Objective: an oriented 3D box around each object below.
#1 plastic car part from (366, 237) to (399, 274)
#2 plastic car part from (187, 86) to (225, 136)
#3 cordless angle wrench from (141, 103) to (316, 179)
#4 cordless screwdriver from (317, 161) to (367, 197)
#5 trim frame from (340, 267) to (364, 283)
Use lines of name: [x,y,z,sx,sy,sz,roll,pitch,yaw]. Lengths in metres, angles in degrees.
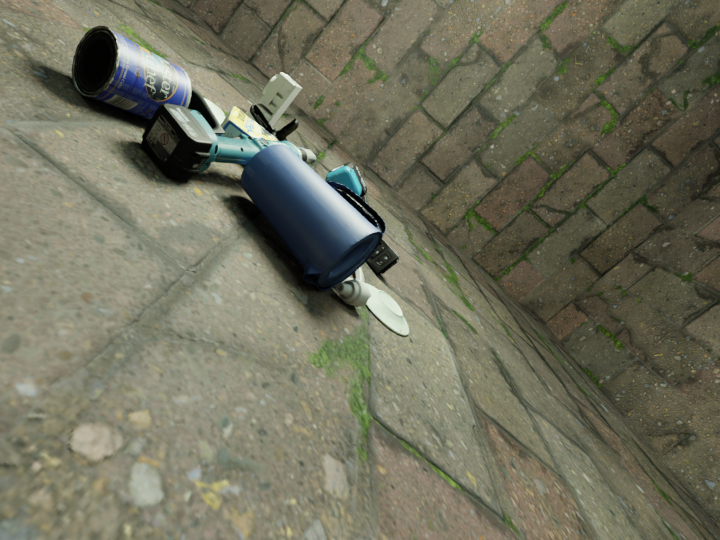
plastic car part: [0.016,-0.073,1.033,0.212,0.066,0.064,51,8,28]
plastic car part: [-0.308,-0.270,0.758,0.064,0.072,0.119,-20,73,-50]
cordless angle wrench: [-0.193,-0.219,0.777,0.100,0.075,0.410,49,25,9]
cordless screwdriver: [-0.060,-0.195,0.997,0.154,0.076,0.251,61,23,-22]
trim frame: [-0.080,-0.052,0.816,0.257,0.028,0.177,49,16,16]
